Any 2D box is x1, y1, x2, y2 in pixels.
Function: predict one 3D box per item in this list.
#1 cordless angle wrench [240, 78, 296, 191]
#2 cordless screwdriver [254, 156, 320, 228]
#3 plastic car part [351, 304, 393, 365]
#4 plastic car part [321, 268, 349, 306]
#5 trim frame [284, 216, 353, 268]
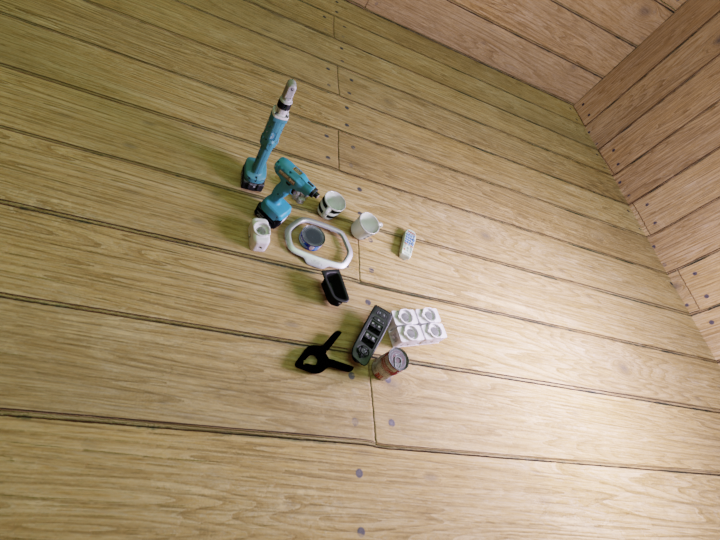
[{"bbox_3d":[-0.282,-0.408,1.309,0.071,0.426,0.101,10,56,-26],"label":"cordless angle wrench"},{"bbox_3d":[-0.230,-0.221,1.319,0.160,0.250,0.073,43,48,1],"label":"cordless screwdriver"},{"bbox_3d":[0.024,0.200,1.274,0.066,0.067,0.203,35,48,-5],"label":"plastic car part"},{"bbox_3d":[-0.087,0.062,1.311,0.063,0.071,0.121,-3,60,-32],"label":"plastic car part"},{"bbox_3d":[-0.139,-0.091,1.423,0.242,0.027,0.189,19,51,-15],"label":"trim frame"}]
